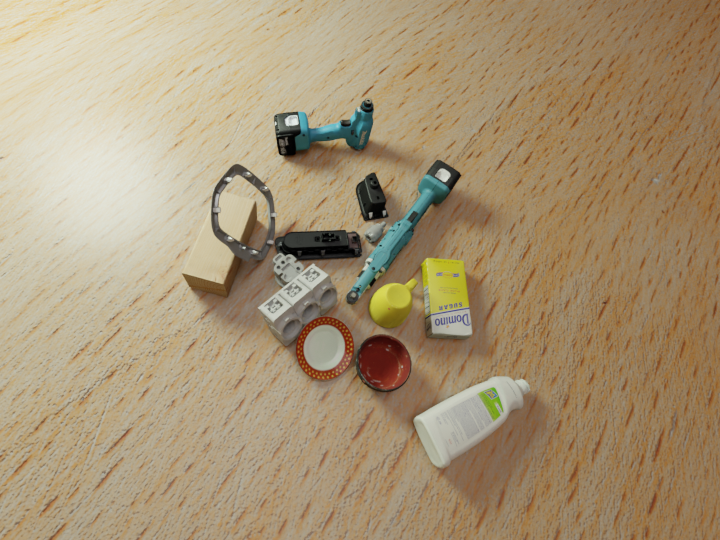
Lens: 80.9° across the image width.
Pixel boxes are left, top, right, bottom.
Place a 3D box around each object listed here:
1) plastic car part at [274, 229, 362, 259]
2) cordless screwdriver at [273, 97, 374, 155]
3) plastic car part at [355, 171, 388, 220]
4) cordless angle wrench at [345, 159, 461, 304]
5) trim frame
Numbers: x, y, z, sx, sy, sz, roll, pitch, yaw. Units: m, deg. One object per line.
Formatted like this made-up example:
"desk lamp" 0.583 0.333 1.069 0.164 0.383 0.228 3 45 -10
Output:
"plastic car part" -0.095 -0.062 0.972 0.201 0.066 0.068 -4 74 -6
"cordless screwdriver" -0.090 -0.363 1.059 0.246 0.157 0.076 -5 68 -9
"plastic car part" 0.030 -0.191 1.040 0.065 0.070 0.120 -10 70 -15
"cordless angle wrench" 0.094 -0.086 0.995 0.076 0.097 0.421 35 70 6
"trim frame" -0.235 -0.113 0.886 0.028 0.238 0.186 5 76 17
